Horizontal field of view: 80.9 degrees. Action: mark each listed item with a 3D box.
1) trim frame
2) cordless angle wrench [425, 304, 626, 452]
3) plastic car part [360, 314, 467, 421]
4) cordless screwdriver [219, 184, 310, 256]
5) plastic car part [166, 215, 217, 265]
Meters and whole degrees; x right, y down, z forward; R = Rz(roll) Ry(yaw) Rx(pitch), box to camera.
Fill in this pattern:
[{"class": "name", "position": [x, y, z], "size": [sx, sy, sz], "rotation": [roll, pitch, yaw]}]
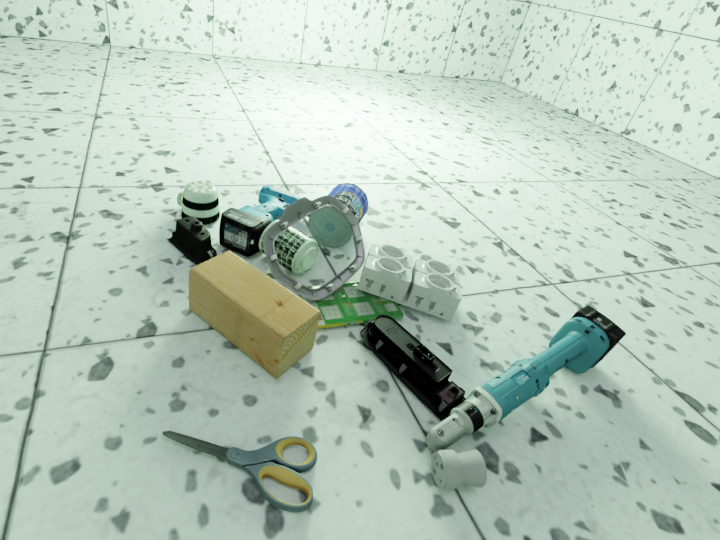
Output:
[{"class": "trim frame", "position": [-0.079, -0.052, 0.813], "size": [0.243, 0.028, 0.183], "rotation": [-37, 94, -38]}, {"class": "cordless angle wrench", "position": [0.261, 0.169, 0.663], "size": [0.410, 0.096, 0.078], "rotation": [-19, 49, -30]}, {"class": "plastic car part", "position": [0.079, 0.141, 0.679], "size": [0.064, 0.065, 0.214], "rotation": [-26, 47, -33]}, {"class": "cordless screwdriver", "position": [-0.197, -0.116, 0.949], "size": [0.163, 0.073, 0.248], "rotation": [19, 32, 9]}, {"class": "plastic car part", "position": [-0.332, -0.069, 0.848], "size": [0.123, 0.069, 0.064], "rotation": [33, 41, 32]}]
